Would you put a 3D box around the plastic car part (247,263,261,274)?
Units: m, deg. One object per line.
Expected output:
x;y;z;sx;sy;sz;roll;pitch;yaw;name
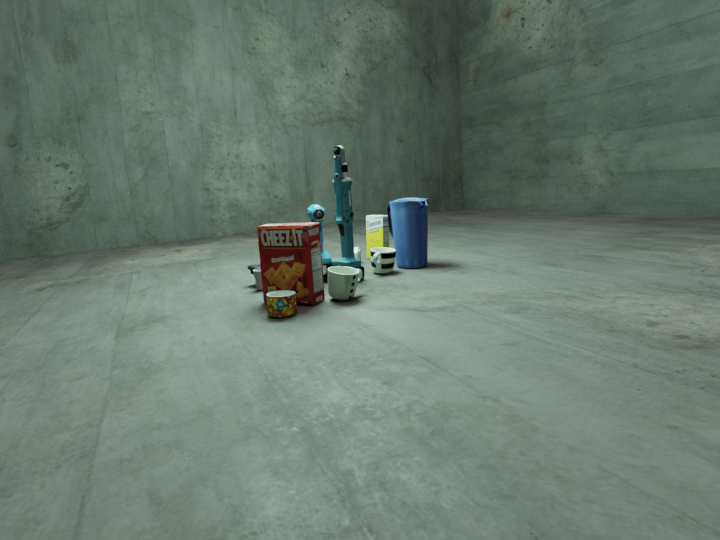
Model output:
-0.277;0.003;1.424;0.195;0.066;0.070;-14;14;-39;plastic car part

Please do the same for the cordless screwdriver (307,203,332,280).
-0.133;-0.087;1.358;0.073;0.246;0.163;-5;9;-10;cordless screwdriver

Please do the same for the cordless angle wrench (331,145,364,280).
-0.051;-0.171;1.310;0.078;0.419;0.094;2;10;34;cordless angle wrench
